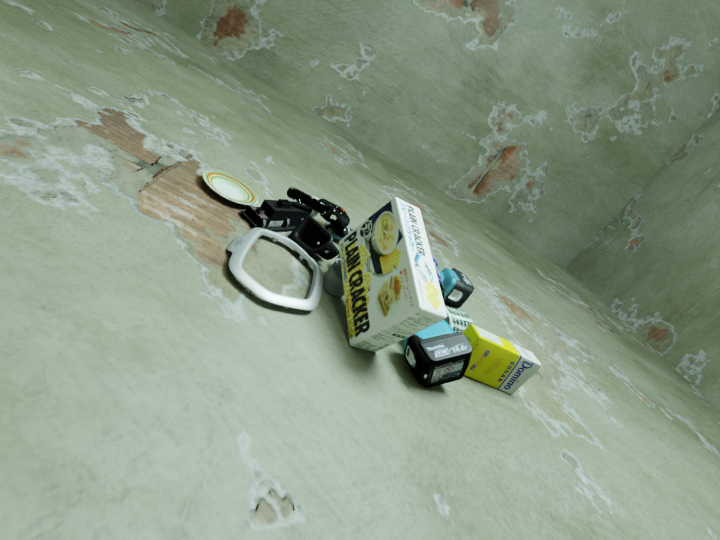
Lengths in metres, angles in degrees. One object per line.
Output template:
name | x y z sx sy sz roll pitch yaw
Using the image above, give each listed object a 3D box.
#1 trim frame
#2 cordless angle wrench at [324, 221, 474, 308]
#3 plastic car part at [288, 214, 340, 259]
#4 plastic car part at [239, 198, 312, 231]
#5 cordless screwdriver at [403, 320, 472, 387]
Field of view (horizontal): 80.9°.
trim frame | -0.149 -0.008 0.758 0.181 0.027 0.253 30 23 -12
cordless angle wrench | 0.093 -0.027 1.084 0.412 0.074 0.101 25 23 -14
plastic car part | -0.087 -0.057 0.889 0.123 0.066 0.067 40 -3 43
plastic car part | -0.172 -0.127 0.936 0.069 0.067 0.195 36 18 22
cordless screwdriver | 0.085 0.091 0.782 0.157 0.072 0.260 -8 40 -12
